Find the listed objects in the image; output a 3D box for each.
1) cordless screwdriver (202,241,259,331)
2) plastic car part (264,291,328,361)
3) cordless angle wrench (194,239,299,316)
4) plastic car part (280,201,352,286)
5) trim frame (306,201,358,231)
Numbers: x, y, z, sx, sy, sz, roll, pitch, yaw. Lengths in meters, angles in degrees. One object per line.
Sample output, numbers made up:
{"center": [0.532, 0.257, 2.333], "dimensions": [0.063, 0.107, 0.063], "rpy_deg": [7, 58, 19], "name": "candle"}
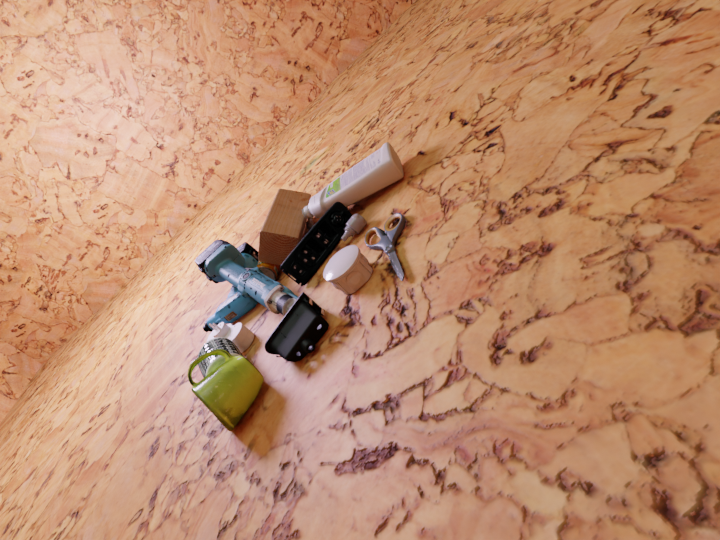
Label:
{"center": [-0.329, 0.043, 1.093], "dimensions": [0.161, 0.071, 0.258], "rpy_deg": [-35, 31, 15], "name": "cordless screwdriver"}
{"center": [-0.097, 0.107, 0.705], "dimensions": [0.075, 0.062, 0.116], "rpy_deg": [23, 73, 48], "name": "plastic car part"}
{"center": [-0.232, 0.027, 0.914], "dimensions": [0.097, 0.071, 0.447], "rpy_deg": [-47, 40, -18], "name": "cordless angle wrench"}
{"center": [-0.091, -0.059, 0.926], "dimensions": [0.202, 0.066, 0.067], "rpy_deg": [-53, 0, -13], "name": "plastic car part"}
{"center": [-0.052, -0.186, 1.077], "dimensions": [0.192, 0.026, 0.248], "rpy_deg": [0, 49, 55], "name": "trim frame"}
